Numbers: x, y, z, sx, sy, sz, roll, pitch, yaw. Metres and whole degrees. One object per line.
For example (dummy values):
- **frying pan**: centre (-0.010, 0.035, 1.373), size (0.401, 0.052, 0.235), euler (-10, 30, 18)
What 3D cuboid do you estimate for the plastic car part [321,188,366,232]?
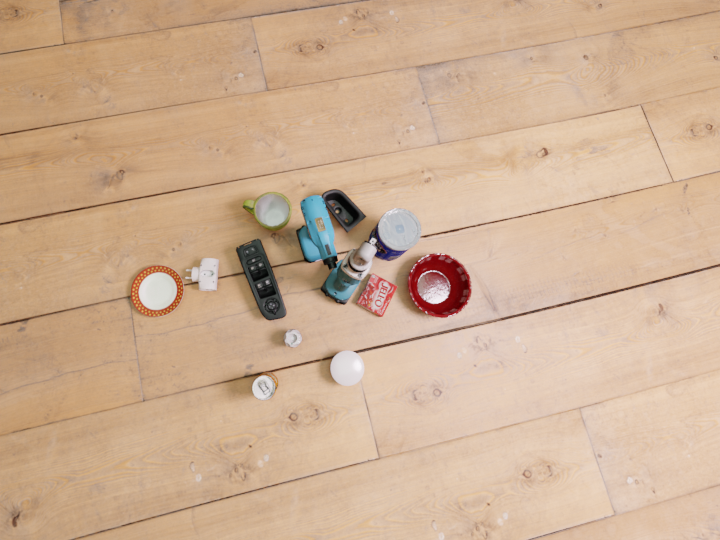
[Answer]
- **plastic car part**: centre (-0.051, -0.155, 1.093), size (0.065, 0.070, 0.118), euler (-40, 84, -11)

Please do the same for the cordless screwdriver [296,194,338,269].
- **cordless screwdriver**: centre (-0.096, -0.063, 0.980), size (0.073, 0.248, 0.161), euler (-17, 82, -10)

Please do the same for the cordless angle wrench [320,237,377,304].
- **cordless angle wrench**: centre (-0.021, 0.003, 0.881), size (0.074, 0.422, 0.098), euler (33, 78, -2)

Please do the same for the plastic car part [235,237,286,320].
- **plastic car part**: centre (-0.242, 0.028, 1.045), size (0.066, 0.066, 0.206), euler (-22, 80, -9)
